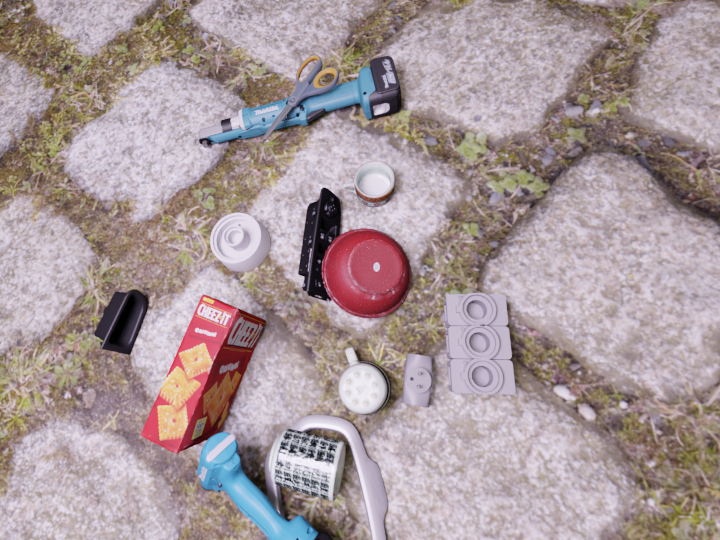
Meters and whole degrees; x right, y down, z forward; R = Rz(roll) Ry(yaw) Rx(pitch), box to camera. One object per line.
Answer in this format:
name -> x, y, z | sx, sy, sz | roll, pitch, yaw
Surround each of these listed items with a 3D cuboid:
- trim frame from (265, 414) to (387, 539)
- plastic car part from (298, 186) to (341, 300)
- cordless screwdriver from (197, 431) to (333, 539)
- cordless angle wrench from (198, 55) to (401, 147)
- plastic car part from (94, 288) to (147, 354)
trim frame -> -0.053, 0.356, 0.659 | 0.185, 0.026, 0.256 | -18, 69, 5
plastic car part -> -0.075, -0.049, 0.770 | 0.070, 0.063, 0.205 | -7, 70, 48
cordless screwdriver -> -0.148, 0.362, 0.615 | 0.258, 0.157, 0.072 | 40, 44, 18
cordless angle wrench -> -0.134, -0.325, 0.862 | 0.428, 0.072, 0.100 | -12, 72, 9
plastic car part -> -0.459, 0.091, 0.799 | 0.074, 0.063, 0.118 | 5, 71, 24
